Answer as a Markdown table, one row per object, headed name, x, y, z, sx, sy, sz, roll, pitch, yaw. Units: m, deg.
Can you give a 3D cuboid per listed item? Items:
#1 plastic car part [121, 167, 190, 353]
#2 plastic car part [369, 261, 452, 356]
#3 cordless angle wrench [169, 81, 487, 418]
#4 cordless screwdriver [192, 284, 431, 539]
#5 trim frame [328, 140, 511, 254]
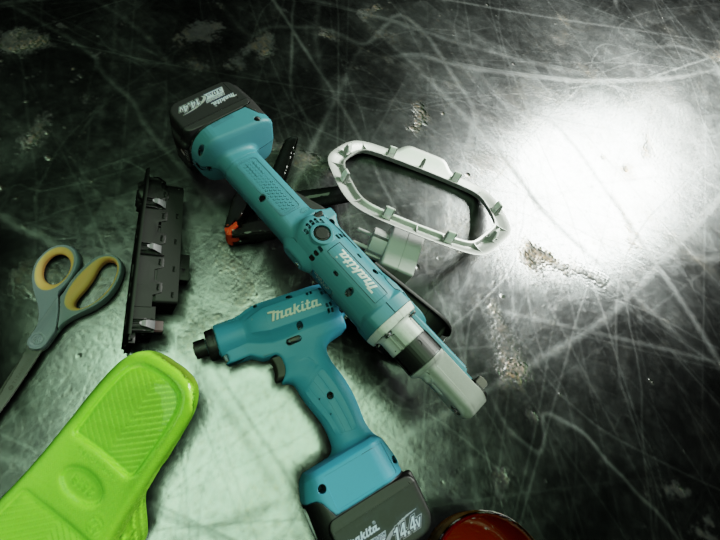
| name | x | y | z | sx | sy | sz | roll | pitch | yaw |
| --- | --- | --- | --- | --- | --- | --- | --- | --- | --- |
| plastic car part | -0.218 | -0.020 | 0.453 | 0.065 | 0.067 | 0.209 | -1 | 65 | -23 |
| plastic car part | 0.037 | 0.056 | 0.465 | 0.118 | 0.065 | 0.070 | 41 | 75 | 6 |
| cordless angle wrench | -0.042 | -0.028 | 0.432 | 0.096 | 0.073 | 0.436 | -36 | 73 | -23 |
| cordless screwdriver | -0.054 | 0.142 | 0.402 | 0.156 | 0.073 | 0.258 | -18 | 66 | -17 |
| trim frame | 0.076 | -0.102 | 0.534 | 0.249 | 0.027 | 0.187 | 19 | 41 | -1 |
